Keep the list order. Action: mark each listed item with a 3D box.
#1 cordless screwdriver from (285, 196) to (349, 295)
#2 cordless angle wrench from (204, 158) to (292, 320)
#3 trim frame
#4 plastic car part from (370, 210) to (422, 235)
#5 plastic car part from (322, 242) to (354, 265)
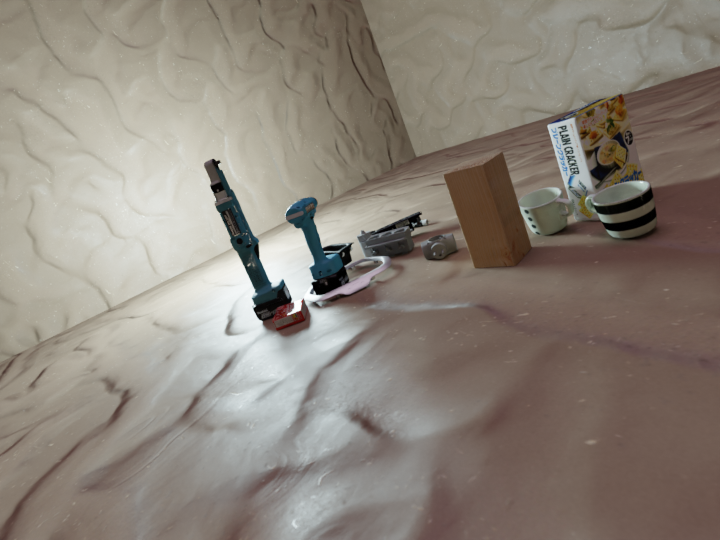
[{"bbox_3d":[-0.107,-0.070,1.097,0.076,0.244,0.158,-18,13,19],"label":"cordless screwdriver"},{"bbox_3d":[-0.297,-0.079,1.073,0.099,0.415,0.075,-20,11,9],"label":"cordless angle wrench"},{"bbox_3d":[-0.033,0.022,1.095,0.246,0.027,0.190,-25,16,-8],"label":"trim frame"},{"bbox_3d":[0.099,-0.120,1.302,0.206,0.066,0.066,-19,14,14],"label":"plastic car part"},{"bbox_3d":[-0.069,-0.040,1.263,0.064,0.069,0.122,-33,18,-37],"label":"plastic car part"}]
